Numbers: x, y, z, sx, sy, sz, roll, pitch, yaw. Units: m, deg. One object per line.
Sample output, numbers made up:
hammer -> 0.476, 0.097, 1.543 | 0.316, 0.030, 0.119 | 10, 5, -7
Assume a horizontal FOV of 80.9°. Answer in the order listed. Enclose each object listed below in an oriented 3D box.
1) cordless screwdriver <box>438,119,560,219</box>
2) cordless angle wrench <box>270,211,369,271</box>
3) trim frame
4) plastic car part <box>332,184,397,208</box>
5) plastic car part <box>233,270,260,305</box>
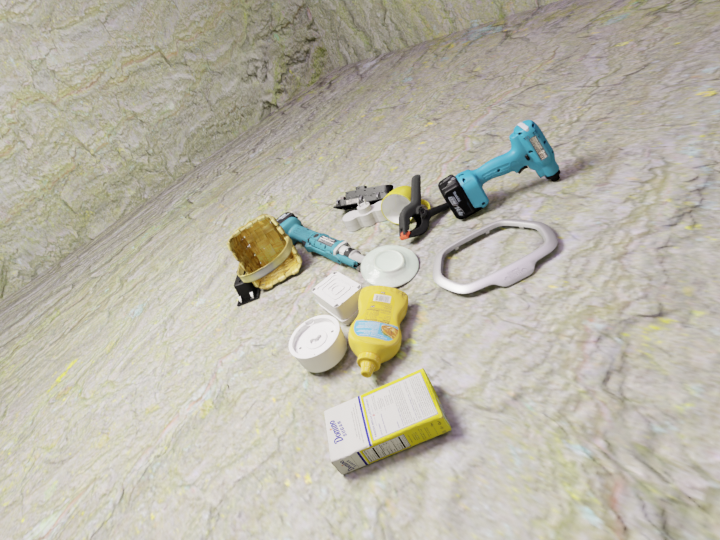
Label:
cordless screwdriver -> 0.318, -0.208, 0.970 | 0.252, 0.153, 0.076 | -34, 24, 20
cordless angle wrench -> -0.112, -0.074, 1.149 | 0.097, 0.071, 0.447 | -41, 37, -20
trim frame -> 0.260, -0.032, 0.845 | 0.248, 0.026, 0.192 | -27, 31, -1
plastic car part -> 0.020, -0.215, 1.234 | 0.212, 0.063, 0.067 | 1, 83, 34
plastic car part -> -0.315, 0.029, 1.157 | 0.067, 0.068, 0.121 | -21, 35, 9
